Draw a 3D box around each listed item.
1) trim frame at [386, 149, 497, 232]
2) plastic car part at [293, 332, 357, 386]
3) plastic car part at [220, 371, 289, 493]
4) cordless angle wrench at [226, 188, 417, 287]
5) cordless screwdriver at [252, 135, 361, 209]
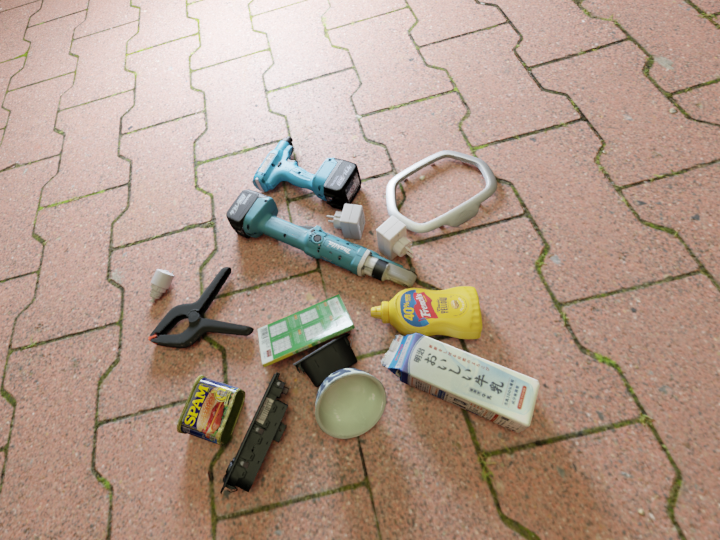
[{"bbox_3d":[0.171,-0.174,0.921,0.247,0.026,0.193,-30,59,-8],"label":"trim frame"},{"bbox_3d":[-0.055,0.169,0.762,0.115,0.065,0.073,-27,76,-8],"label":"plastic car part"},{"bbox_3d":[-0.171,0.282,0.722,0.067,0.066,0.203,30,67,-5],"label":"plastic car part"},{"bbox_3d":[-0.087,-0.057,0.886,0.439,0.071,0.098,23,68,20],"label":"cordless angle wrench"},{"bbox_3d":[-0.118,-0.238,0.991,0.259,0.071,0.160,16,66,23],"label":"cordless screwdriver"}]
